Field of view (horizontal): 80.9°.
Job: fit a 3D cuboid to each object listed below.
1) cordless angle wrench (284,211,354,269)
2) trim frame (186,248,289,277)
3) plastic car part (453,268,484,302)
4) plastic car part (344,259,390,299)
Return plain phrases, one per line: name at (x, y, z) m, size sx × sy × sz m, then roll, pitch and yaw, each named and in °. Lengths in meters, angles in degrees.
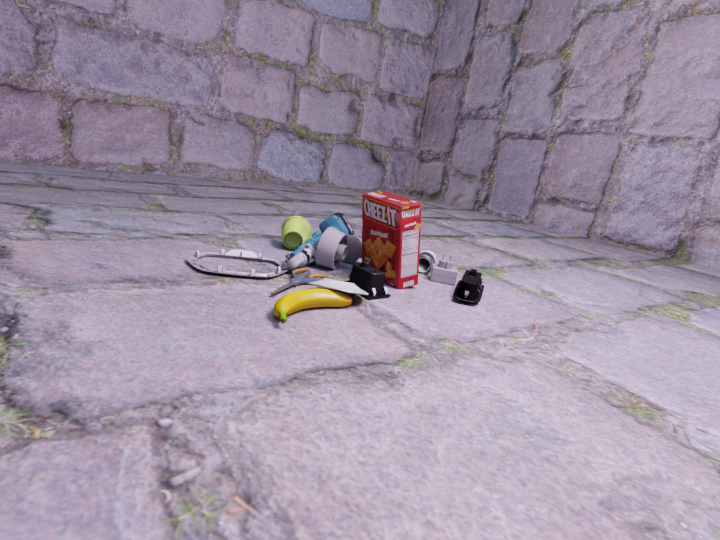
cordless angle wrench at (-0.118, -0.077, 1.211) m, size 0.076 × 0.097 × 0.419 m, roll -30°, pitch 8°, yaw 22°
trim frame at (-0.296, -0.021, 1.031) m, size 0.245 × 0.027 × 0.189 m, roll 4°, pitch 15°, yaw -8°
plastic car part at (0.278, 0.035, 1.060) m, size 0.068 × 0.066 × 0.199 m, roll 20°, pitch 21°, yaw 15°
plastic car part at (0.012, 0.014, 0.977) m, size 0.063 × 0.070 × 0.123 m, roll -2°, pitch 21°, yaw -38°
